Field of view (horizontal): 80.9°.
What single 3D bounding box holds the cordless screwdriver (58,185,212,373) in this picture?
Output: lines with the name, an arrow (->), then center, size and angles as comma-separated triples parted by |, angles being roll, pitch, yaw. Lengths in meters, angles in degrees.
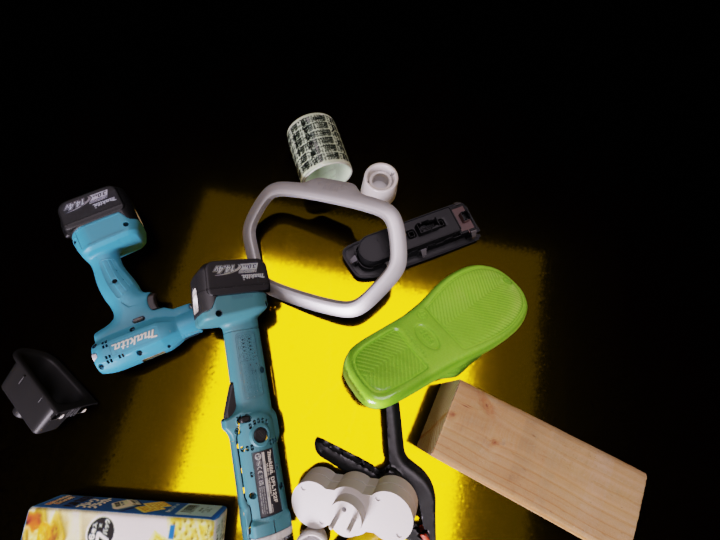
cordless screwdriver -> -0.316, 0.000, 0.598 | 0.156, 0.074, 0.255 | -22, 75, -16

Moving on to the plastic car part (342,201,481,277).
plastic car part -> 0.075, -0.045, 0.606 | 0.202, 0.066, 0.067 | -21, 80, -3

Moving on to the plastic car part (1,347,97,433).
plastic car part -> -0.420, 0.164, 0.553 | 0.120, 0.064, 0.071 | 34, 89, 15

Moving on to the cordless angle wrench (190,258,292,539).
cordless angle wrench -> -0.132, 0.197, 0.514 | 0.094, 0.076, 0.432 | -4, 72, -30

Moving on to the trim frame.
trim frame -> -0.057, -0.038, 0.587 | 0.258, 0.026, 0.184 | 14, 92, 23
